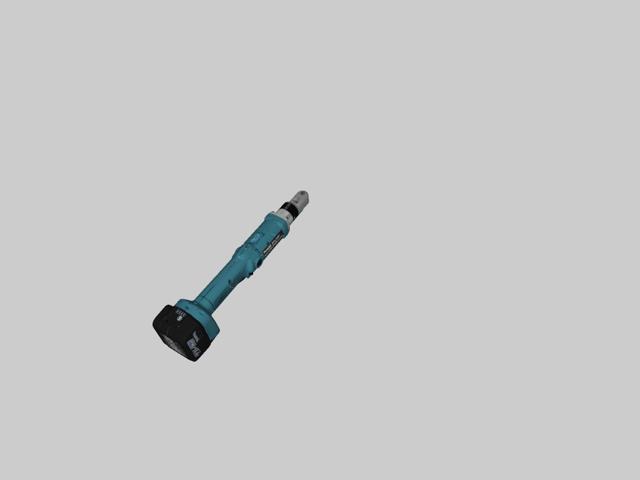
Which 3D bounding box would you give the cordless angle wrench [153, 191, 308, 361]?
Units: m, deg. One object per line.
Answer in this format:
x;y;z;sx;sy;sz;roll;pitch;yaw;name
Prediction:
-0.141;0.037;0.830;0.074;0.421;0.098;24;-35;21;cordless angle wrench
